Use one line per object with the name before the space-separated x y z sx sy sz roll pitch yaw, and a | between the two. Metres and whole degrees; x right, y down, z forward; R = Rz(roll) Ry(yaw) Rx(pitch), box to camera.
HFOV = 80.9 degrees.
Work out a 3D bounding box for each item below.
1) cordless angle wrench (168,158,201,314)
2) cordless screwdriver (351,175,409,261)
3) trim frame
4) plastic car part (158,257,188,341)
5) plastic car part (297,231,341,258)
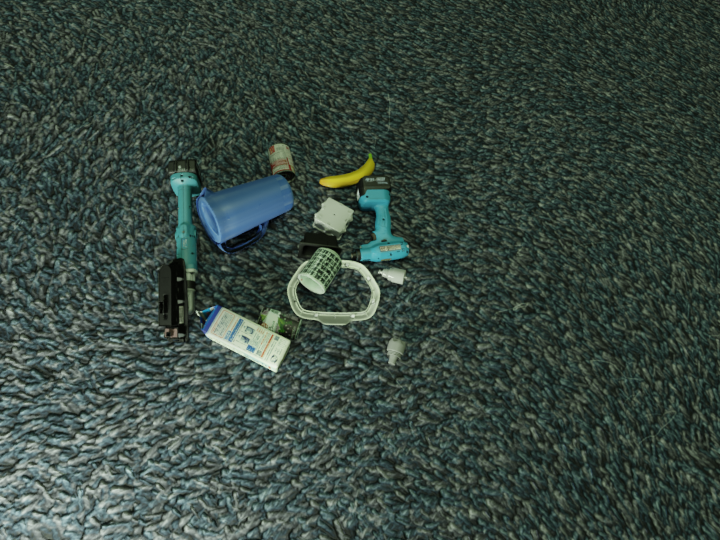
cordless angle wrench | -0.460 -0.094 1.117 0.073 0.096 0.433 -6 70 -9
cordless screwdriver | 0.033 -0.144 1.200 0.157 0.073 0.255 -8 71 -10
trim frame | -0.070 0.055 1.123 0.246 0.027 0.188 3 67 -7
plastic car part | -0.459 0.070 1.020 0.069 0.064 0.205 -7 80 27
plastic car part | -0.114 -0.074 1.163 0.115 0.065 0.073 2 53 -10
